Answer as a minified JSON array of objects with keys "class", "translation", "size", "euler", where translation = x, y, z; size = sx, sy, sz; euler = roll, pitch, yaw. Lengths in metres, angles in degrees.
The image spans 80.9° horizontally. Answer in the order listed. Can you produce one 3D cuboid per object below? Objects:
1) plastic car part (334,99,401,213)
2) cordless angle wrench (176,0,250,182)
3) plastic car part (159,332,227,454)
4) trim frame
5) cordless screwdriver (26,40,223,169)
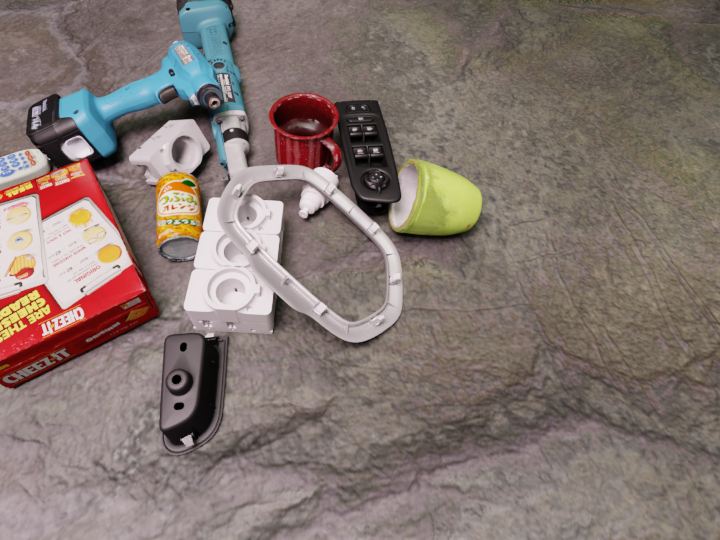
[{"class":"plastic car part","translation":[0.005,-0.155,0.582],"size":[0.065,0.066,0.211],"euler":[-1,50,-14]},{"class":"cordless angle wrench","translation":[-0.223,-0.304,0.674],"size":[0.096,0.072,0.439],"euler":[-13,61,-11]},{"class":"plastic car part","translation":[-0.168,0.108,0.410],"size":[0.065,0.069,0.121],"euler":[-5,55,-7]},{"class":"trim frame","translation":[-0.047,-0.031,0.484],"size":[0.248,0.028,0.182],"euler":[43,50,-1]},{"class":"cordless screwdriver","translation":[-0.309,-0.215,0.570],"size":[0.247,0.071,0.167],"euler":[-31,54,-7]}]
